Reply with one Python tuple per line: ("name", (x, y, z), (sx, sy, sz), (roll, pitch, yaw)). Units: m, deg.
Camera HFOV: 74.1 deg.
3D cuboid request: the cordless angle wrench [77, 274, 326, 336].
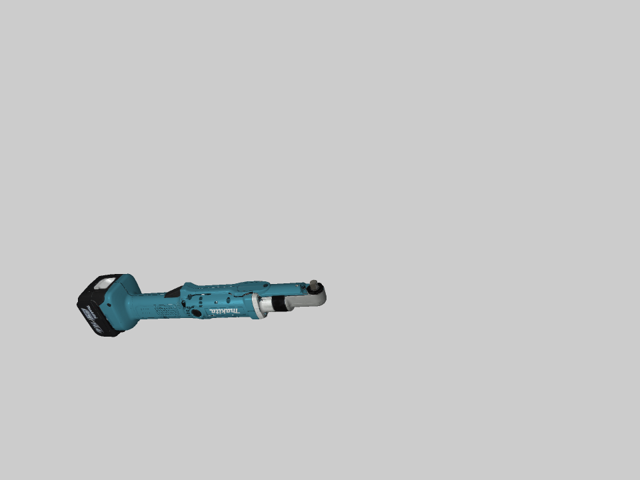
("cordless angle wrench", (-0.194, 0.100, 0.695), (0.423, 0.098, 0.074), (-5, 32, 17))
